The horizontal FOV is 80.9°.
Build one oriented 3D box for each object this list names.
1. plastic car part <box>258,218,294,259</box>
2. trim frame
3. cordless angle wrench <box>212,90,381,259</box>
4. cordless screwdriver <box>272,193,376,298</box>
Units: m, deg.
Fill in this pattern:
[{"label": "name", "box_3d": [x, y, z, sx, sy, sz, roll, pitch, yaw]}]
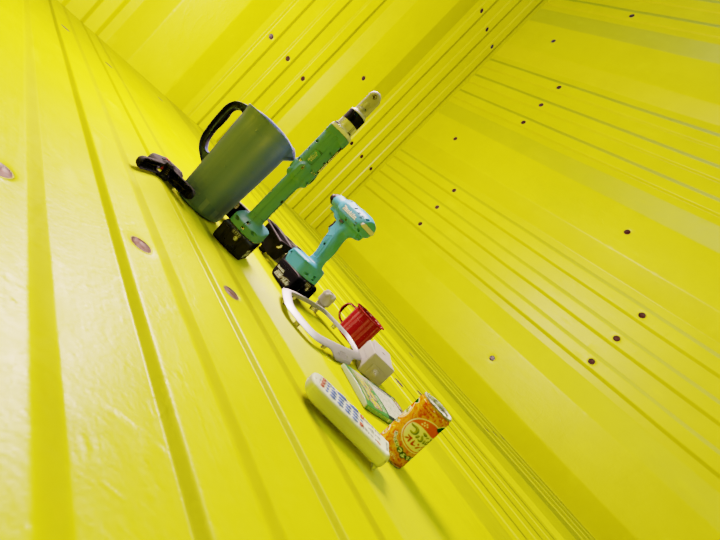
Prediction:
[{"label": "plastic car part", "box_3d": [-0.223, -0.071, 1.068, 0.062, 0.071, 0.123, 41, 5, -47]}, {"label": "trim frame", "box_3d": [-0.080, 0.116, 0.873, 0.194, 0.027, 0.235, 47, 4, 37]}, {"label": "cordless angle wrench", "box_3d": [-0.115, -0.196, 0.838, 0.074, 0.423, 0.098, 45, 4, -3]}, {"label": "cordless screwdriver", "box_3d": [-0.095, -0.062, 0.971, 0.070, 0.249, 0.168, 41, 6, -47]}]
